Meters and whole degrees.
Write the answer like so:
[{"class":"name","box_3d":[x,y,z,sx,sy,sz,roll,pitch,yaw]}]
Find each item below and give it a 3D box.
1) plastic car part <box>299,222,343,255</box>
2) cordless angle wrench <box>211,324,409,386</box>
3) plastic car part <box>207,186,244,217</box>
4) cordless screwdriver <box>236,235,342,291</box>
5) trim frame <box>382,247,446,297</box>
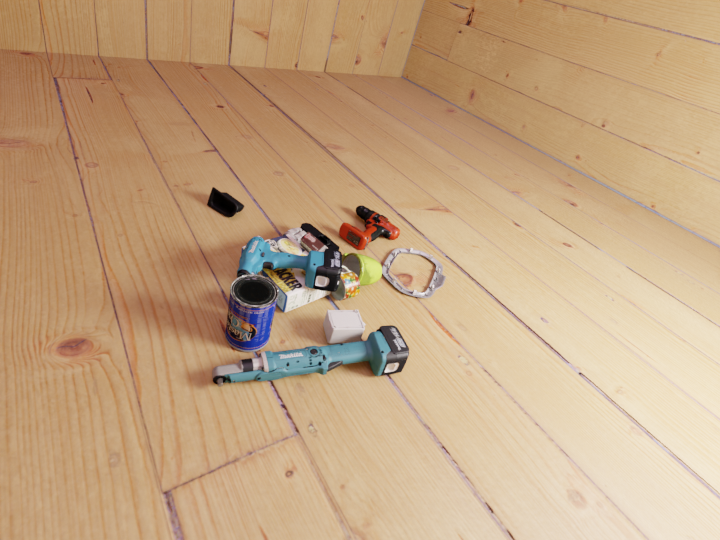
[{"class":"plastic car part","box_3d":[-0.125,-0.082,1.275,0.064,0.065,0.214,-29,51,-36]},{"class":"cordless angle wrench","box_3d":[-0.102,0.193,0.909,0.411,0.073,0.103,-4,40,-20]},{"class":"plastic car part","box_3d":[-0.422,-0.214,1.355,0.120,0.065,0.069,31,24,16]},{"class":"cordless screwdriver","box_3d":[-0.172,-0.004,1.031,0.249,0.073,0.162,11,36,0]},{"class":"trim frame","box_3d":[0.167,0.000,1.291,0.189,0.027,0.246,24,35,11]}]
